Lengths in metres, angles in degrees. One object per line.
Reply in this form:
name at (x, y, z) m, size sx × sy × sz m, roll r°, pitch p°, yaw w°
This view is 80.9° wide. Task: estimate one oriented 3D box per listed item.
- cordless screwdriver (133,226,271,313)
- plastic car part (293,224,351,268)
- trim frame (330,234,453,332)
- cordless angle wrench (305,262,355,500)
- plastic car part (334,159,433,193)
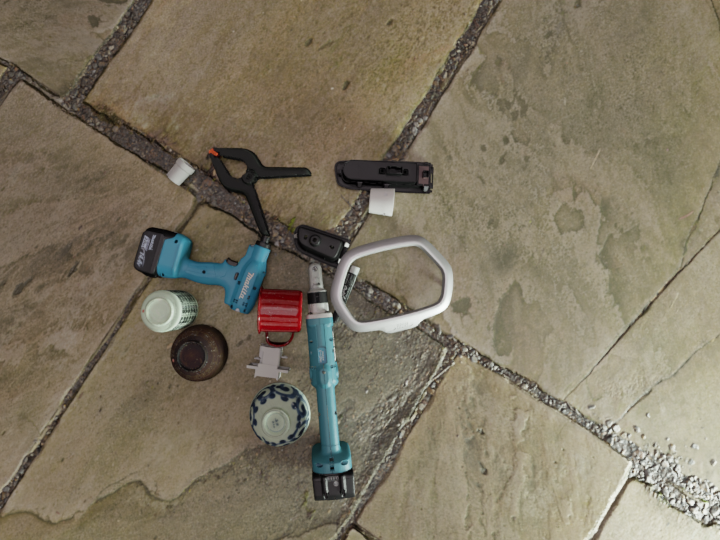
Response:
cordless screwdriver at (-0.309, -0.027, 0.848) m, size 0.249 × 0.074 × 0.159 m, roll 20°, pitch 86°, yaw 0°
plastic car part at (-0.082, -0.054, 0.839) m, size 0.117 × 0.071 × 0.066 m, roll 22°, pitch 85°, yaw 0°
trim frame at (0.062, 0.029, 0.834) m, size 0.246 × 0.027 × 0.185 m, roll -14°, pitch 87°, yaw -6°
cordless angle wrench at (-0.070, 0.195, 0.806) m, size 0.074 × 0.097 × 0.428 m, roll -5°, pitch 81°, yaw -4°
plastic car part at (0.047, -0.193, 0.853) m, size 0.205 × 0.066 × 0.066 m, roll 3°, pitch 93°, yaw 5°
